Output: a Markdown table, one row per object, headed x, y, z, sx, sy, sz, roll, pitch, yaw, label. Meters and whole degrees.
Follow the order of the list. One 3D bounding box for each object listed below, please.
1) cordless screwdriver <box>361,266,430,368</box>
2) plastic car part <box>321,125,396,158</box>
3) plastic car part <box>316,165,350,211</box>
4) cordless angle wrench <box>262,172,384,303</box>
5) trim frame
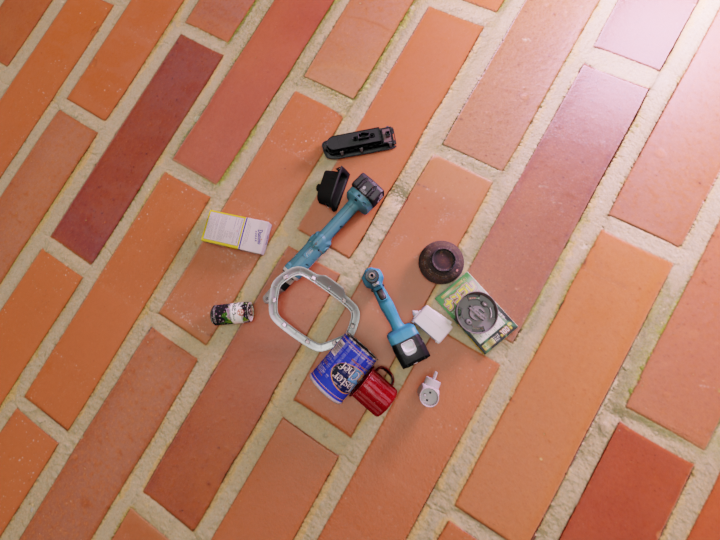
| x | y | z | sx | sy | sz | roll | pitch | yaw | label |
| --- | --- | --- | --- | --- | --- | --- | --- | --- | --- |
| 0.075 | 0.106 | 1.010 | 0.074 | 0.156 | 0.253 | -27 | 81 | 1 | cordless screwdriver |
| -0.007 | -0.351 | 1.154 | 0.206 | 0.066 | 0.066 | -9 | 88 | 9 | plastic car part |
| -0.084 | -0.225 | 1.147 | 0.074 | 0.063 | 0.116 | 21 | 87 | 24 | plastic car part |
| -0.108 | -0.071 | 1.106 | 0.076 | 0.096 | 0.423 | 43 | 92 | 6 | cordless angle wrench |
| -0.120 | 0.099 | 1.077 | 0.248 | 0.027 | 0.184 | 37 | 95 | -1 | trim frame |
